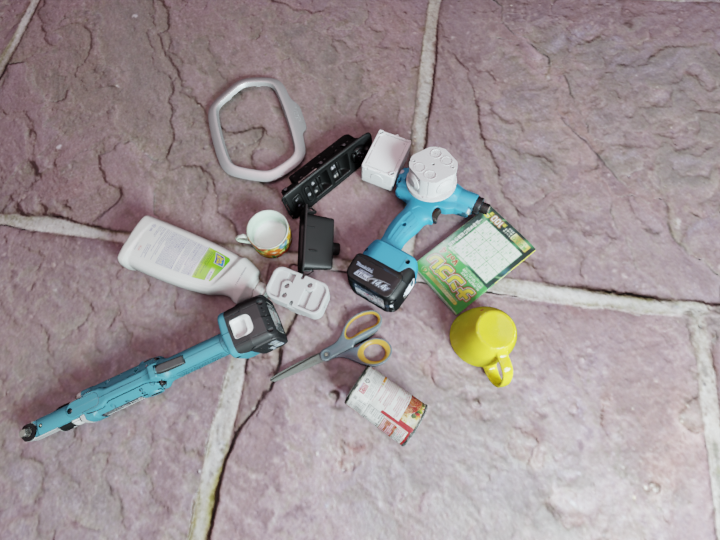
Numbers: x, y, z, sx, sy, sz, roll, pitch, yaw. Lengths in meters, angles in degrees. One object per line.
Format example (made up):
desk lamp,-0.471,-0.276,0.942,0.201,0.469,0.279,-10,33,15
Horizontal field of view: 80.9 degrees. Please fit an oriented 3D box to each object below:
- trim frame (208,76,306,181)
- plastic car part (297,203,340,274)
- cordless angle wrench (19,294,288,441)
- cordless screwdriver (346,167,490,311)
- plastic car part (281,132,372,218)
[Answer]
trim frame,-0.200,-0.279,0.827,0.184,0.027,0.256,-19,69,-2
plastic car part,-0.071,-0.046,0.721,0.070,0.066,0.118,1,74,-13
cordless angle wrench,-0.322,0.164,0.654,0.423,0.095,0.076,-25,73,0
cordless screwdriver,0.093,-0.050,0.690,0.166,0.071,0.249,24,71,21
plastic car part,-0.063,-0.182,0.768,0.202,0.063,0.071,-37,49,-8
